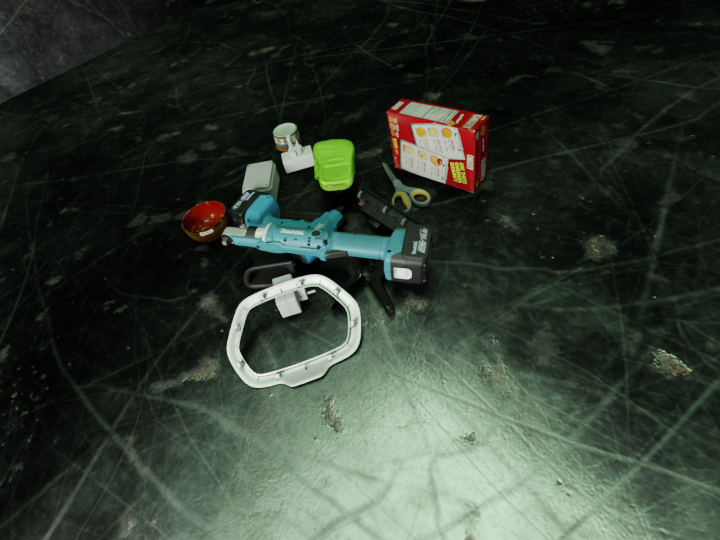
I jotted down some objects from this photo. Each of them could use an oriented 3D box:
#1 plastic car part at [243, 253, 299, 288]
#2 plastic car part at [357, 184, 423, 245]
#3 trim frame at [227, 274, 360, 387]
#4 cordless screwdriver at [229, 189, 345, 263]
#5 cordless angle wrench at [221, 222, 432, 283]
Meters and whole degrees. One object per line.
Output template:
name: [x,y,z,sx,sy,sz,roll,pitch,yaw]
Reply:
plastic car part: [-0.183,-0.007,0.883,0.119,0.063,0.072,-4,38,15]
plastic car part: [0.061,-0.111,0.901,0.067,0.063,0.215,-46,53,-13]
trim frame: [-0.120,0.107,0.753,0.248,0.027,0.190,-19,69,-2]
cordless screwdriver: [-0.166,-0.120,0.969,0.261,0.071,0.158,23,58,27]
cordless angle wrench: [-0.081,-0.053,0.826,0.436,0.071,0.099,7,52,17]
